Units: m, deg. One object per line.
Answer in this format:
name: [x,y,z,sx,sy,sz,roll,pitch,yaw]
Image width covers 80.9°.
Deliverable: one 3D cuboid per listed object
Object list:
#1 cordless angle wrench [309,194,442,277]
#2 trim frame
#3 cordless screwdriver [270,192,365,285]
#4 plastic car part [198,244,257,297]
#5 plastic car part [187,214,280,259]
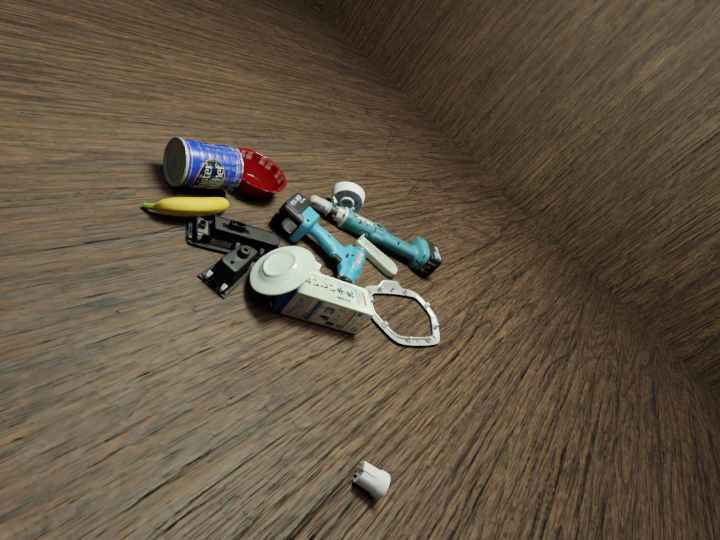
cordless angle wrench: [0.040,-0.108,1.201,0.410,0.074,0.101,25,35,-17]
trim frame: [0.108,0.103,1.046,0.236,0.027,0.193,7,43,-38]
cordless screwdriver: [-0.098,-0.064,1.003,0.245,0.075,0.160,39,32,-8]
plastic car part: [-0.237,-0.014,0.799,0.066,0.071,0.116,41,35,-3]
plastic car part: [-0.248,-0.070,0.871,0.193,0.067,0.069,19,30,-34]
